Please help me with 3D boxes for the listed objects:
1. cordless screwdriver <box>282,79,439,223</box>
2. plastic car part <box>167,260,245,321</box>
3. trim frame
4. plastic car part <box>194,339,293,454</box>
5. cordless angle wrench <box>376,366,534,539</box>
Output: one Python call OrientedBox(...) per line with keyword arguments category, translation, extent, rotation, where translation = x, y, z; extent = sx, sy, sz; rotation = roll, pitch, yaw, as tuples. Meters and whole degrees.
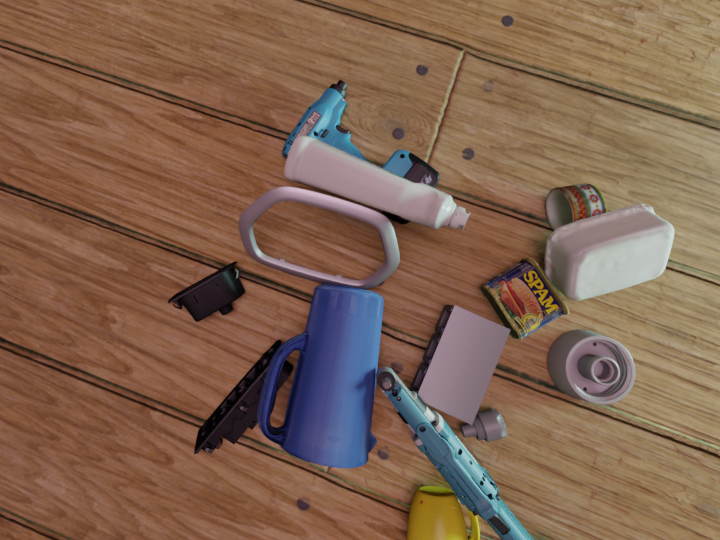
OrientedBox(category="cordless screwdriver", translation=(0.011, -0.195, 0.690), extent=(0.254, 0.073, 0.159), rotation=(33, 87, 9))
OrientedBox(category="plastic car part", translation=(-0.240, 0.042, 0.689), extent=(0.116, 0.067, 0.070), rotation=(-26, 101, -4))
OrientedBox(category="trim frame", translation=(-0.062, -0.041, 0.635), extent=(0.246, 0.181, 0.028), rotation=(15, 43, -5))
OrientedBox(category="plastic car part", translation=(-0.175, 0.203, 0.663), extent=(0.066, 0.067, 0.203), rotation=(36, 87, -7))
OrientedBox(category="cordless angle wrench", translation=(0.160, 0.305, 0.591), extent=(0.074, 0.097, 0.423), rotation=(-39, 89, 5))
